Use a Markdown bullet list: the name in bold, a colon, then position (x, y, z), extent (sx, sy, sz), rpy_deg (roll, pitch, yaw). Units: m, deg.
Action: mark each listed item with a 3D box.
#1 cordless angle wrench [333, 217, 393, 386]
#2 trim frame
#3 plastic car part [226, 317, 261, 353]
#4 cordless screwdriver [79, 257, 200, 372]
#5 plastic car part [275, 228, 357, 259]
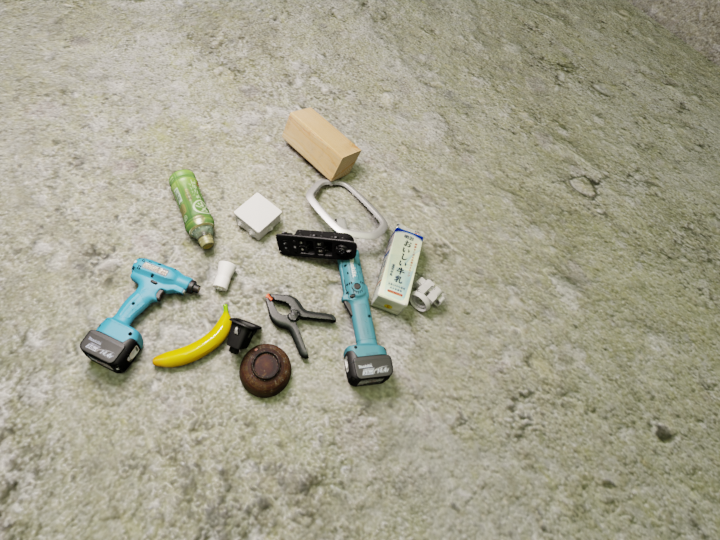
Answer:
- **cordless angle wrench**: position (-0.014, 0.051, 1.010), extent (0.096, 0.073, 0.438), rpy_deg (-5, 60, -12)
- **trim frame**: position (-0.036, -0.164, 1.119), extent (0.178, 0.027, 0.261), rpy_deg (-21, 54, -34)
- **plastic car part**: position (-0.259, 0.142, 0.907), extent (0.066, 0.116, 0.071), rpy_deg (19, 85, -2)
- **cordless screwdriver**: position (-0.470, 0.097, 0.919), extent (0.160, 0.073, 0.252), rpy_deg (18, 57, 1)
- **plastic car part**: position (-0.101, -0.066, 1.035), extent (0.210, 0.064, 0.067), rpy_deg (8, 35, 20)
